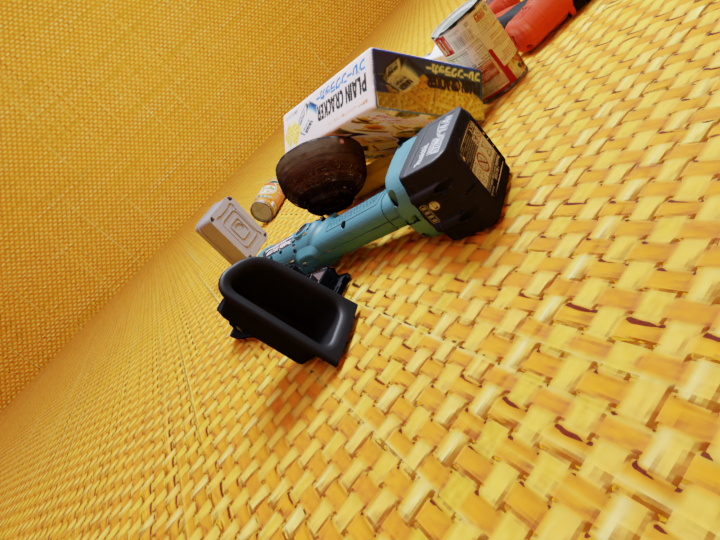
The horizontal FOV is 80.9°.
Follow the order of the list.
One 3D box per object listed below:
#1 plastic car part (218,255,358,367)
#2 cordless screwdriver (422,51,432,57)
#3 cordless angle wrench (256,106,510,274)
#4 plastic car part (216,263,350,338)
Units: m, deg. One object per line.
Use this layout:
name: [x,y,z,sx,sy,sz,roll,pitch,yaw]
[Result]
plastic car part: [-0.073,0.041,0.374,0.071,0.116,0.066,-58,5,45]
cordless screwdriver: [0.046,-0.298,0.754,0.165,0.072,0.248,-10,37,52]
cordless angle wrench: [-0.048,-0.031,0.486,0.436,0.072,0.098,-22,32,45]
plastic car part: [-0.106,0.037,0.482,0.209,0.064,0.067,-22,38,46]
